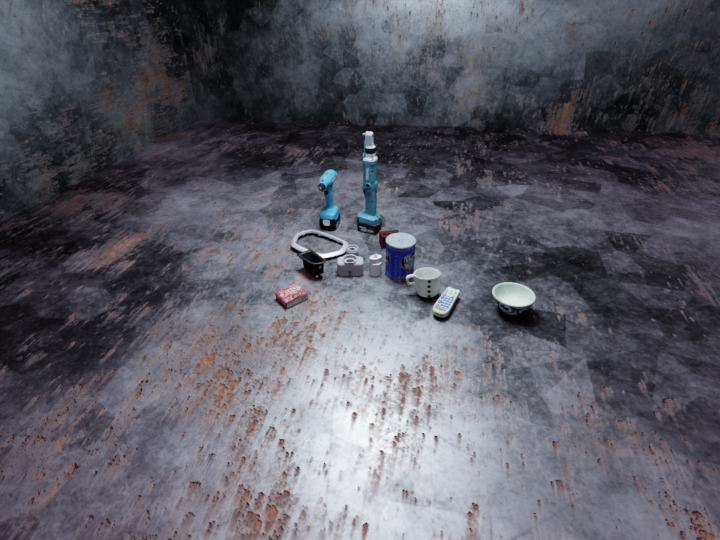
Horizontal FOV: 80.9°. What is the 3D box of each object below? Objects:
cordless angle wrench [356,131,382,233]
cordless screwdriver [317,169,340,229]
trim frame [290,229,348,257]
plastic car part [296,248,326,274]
[{"bbox_3d":[0.037,-0.350,1.707,0.102,0.410,0.073,15,35,23],"label":"cordless angle wrench"},{"bbox_3d":[-0.140,-0.284,1.778,0.076,0.241,0.160,7,33,13],"label":"cordless screwdriver"},{"bbox_3d":[-0.167,-0.109,1.712,0.261,0.027,0.180,19,40,31],"label":"trim frame"},{"bbox_3d":[-0.173,-0.021,1.542,0.064,0.069,0.123,-23,38,-29],"label":"plastic car part"}]
